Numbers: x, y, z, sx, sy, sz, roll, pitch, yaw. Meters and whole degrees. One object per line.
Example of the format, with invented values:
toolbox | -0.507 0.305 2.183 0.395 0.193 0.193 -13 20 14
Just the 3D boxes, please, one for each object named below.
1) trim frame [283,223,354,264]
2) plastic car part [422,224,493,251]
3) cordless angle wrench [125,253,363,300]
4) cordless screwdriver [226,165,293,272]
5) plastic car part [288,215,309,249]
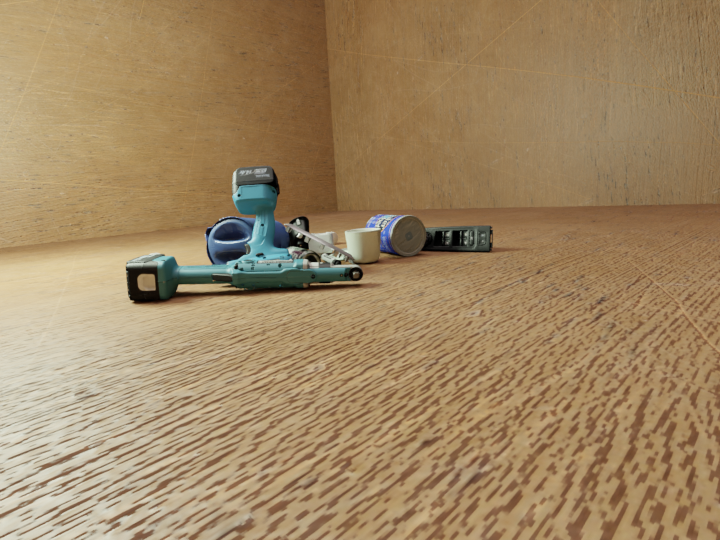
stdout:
trim frame | -0.096 -0.063 0.979 0.180 0.027 0.254 26 -1 -13
plastic car part | 0.239 -0.081 1.101 0.211 0.066 0.064 2 0 28
cordless angle wrench | -0.208 0.008 0.782 0.424 0.073 0.099 -1 10 1
cordless screwdriver | -0.232 -0.092 0.883 0.158 0.255 0.073 -10 -21 -4
plastic car part | -0.166 -0.081 1.149 0.065 0.113 0.074 -3 44 -12
